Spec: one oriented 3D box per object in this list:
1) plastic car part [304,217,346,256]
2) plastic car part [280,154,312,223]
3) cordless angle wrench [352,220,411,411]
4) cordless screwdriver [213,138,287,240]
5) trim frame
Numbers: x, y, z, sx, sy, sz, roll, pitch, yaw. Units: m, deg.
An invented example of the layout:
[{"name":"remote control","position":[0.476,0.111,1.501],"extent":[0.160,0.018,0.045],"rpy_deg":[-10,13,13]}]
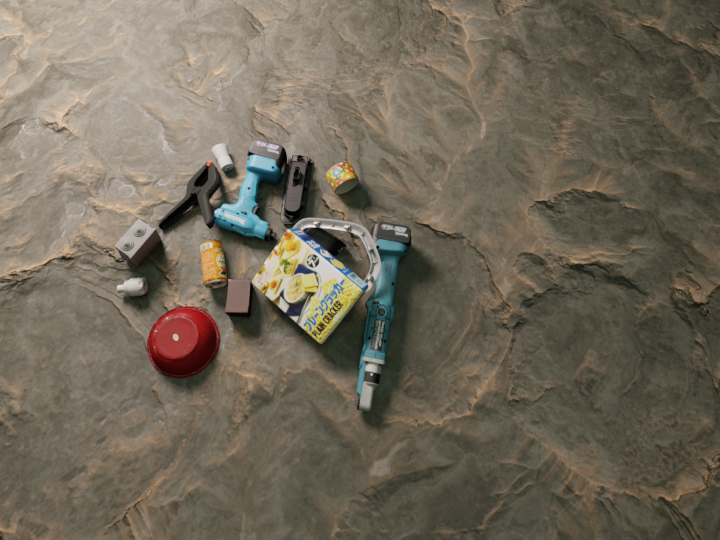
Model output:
[{"name":"plastic car part","position":[-0.101,-0.066,1.029],"extent":[0.118,0.065,0.071],"rpy_deg":[35,87,7]},{"name":"plastic car part","position":[-0.163,-0.215,1.083],"extent":[0.065,0.067,0.206],"rpy_deg":[8,71,-9]},{"name":"cordless angle wrench","position":[0.042,0.097,0.962],"extent":[0.098,0.073,0.428],"rpy_deg":[10,71,0]},{"name":"cordless screwdriver","position":[-0.249,-0.199,1.067],"extent":[0.161,0.073,0.250],"rpy_deg":[19,73,5]},{"name":"trim frame","position":[-0.076,-0.026,0.977],"extent":[0.256,0.027,0.183],"rpy_deg":[10,95,17]}]
